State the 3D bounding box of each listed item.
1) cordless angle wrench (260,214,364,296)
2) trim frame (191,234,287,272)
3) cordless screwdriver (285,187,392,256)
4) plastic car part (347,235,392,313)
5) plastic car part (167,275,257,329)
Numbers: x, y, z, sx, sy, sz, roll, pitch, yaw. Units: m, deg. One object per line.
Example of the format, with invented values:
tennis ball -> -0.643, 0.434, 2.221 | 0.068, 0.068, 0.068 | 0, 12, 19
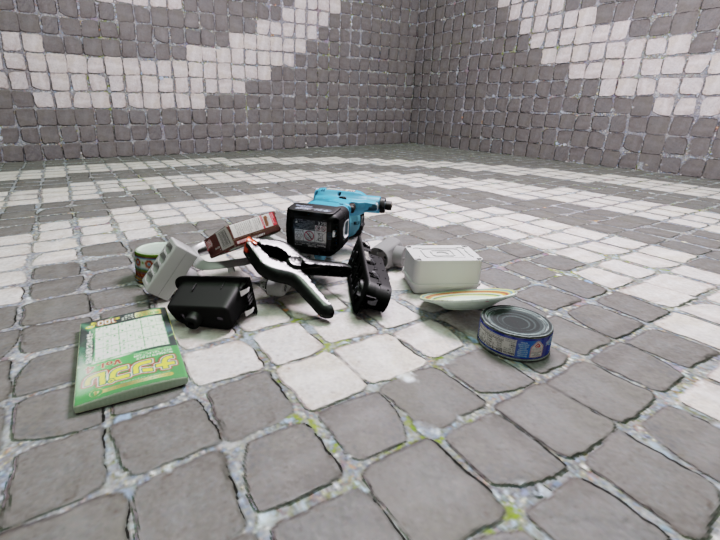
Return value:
cordless angle wrench -> -0.080, -0.052, 0.815 | 0.100, 0.073, 0.422 | 5, 24, 12
trim frame -> -0.231, -0.042, 0.797 | 0.179, 0.027, 0.261 | -21, 22, -24
cordless screwdriver -> -0.033, -0.101, 0.770 | 0.163, 0.073, 0.249 | 6, 23, 10
plastic car part -> 0.012, 0.013, 0.670 | 0.066, 0.066, 0.206 | 26, 18, -9
plastic car part -> -0.208, 0.049, 0.574 | 0.118, 0.064, 0.072 | 1, 34, 8
